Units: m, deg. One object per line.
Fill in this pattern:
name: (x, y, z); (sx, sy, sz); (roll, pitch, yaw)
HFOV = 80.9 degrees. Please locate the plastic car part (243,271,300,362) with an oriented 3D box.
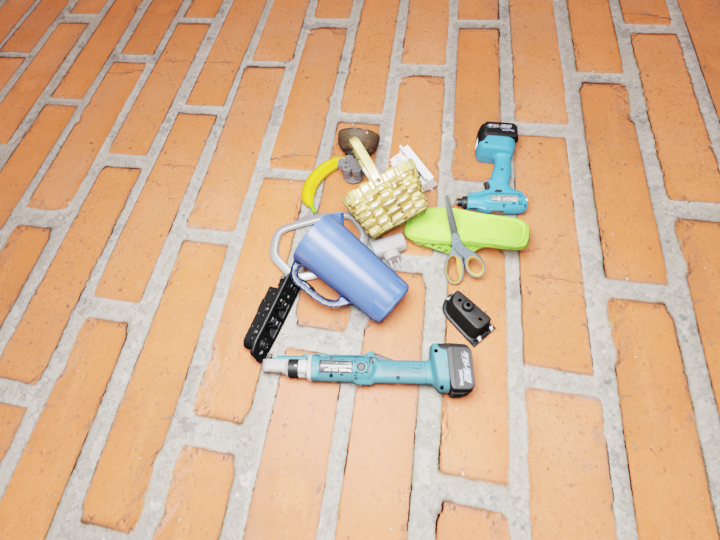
plastic car part: (-0.204, 0.101, 0.941); (0.069, 0.063, 0.205); (9, 63, 20)

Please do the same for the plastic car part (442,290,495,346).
plastic car part: (0.226, 0.090, 0.891); (0.065, 0.069, 0.121); (-36, 68, -15)

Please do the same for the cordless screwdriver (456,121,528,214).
cordless screwdriver: (0.322, -0.254, 1.063); (0.161, 0.072, 0.253); (2, 66, 7)

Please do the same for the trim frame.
trim frame: (-0.101, -0.066, 1.038); (0.249, 0.026, 0.191); (-16, 63, 0)

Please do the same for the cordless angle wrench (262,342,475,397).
cordless angle wrench: (0.005, 0.200, 0.862); (0.429, 0.071, 0.100); (-1, 63, 9)
